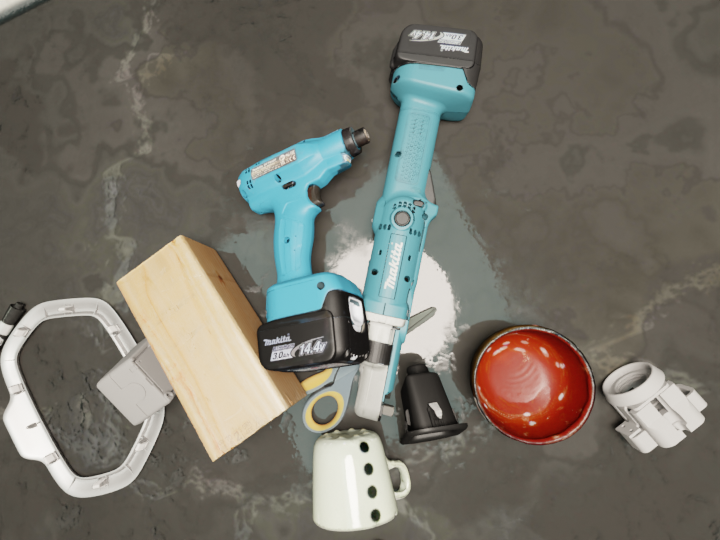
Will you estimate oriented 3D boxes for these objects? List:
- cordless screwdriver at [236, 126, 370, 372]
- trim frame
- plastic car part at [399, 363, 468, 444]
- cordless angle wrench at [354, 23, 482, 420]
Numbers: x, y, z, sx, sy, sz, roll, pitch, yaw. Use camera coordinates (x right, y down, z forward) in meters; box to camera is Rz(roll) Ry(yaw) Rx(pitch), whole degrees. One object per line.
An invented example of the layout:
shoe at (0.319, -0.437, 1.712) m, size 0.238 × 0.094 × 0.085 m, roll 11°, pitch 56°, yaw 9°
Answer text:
cordless screwdriver at (-0.043, -0.028, 0.440) m, size 0.163 × 0.070 × 0.256 m, roll -21°, pitch 66°, yaw 21°
trim frame at (-0.344, 0.148, 0.513) m, size 0.184 × 0.027 × 0.252 m, roll -35°, pitch 81°, yaw 2°
plastic car part at (0.066, 0.133, 0.428) m, size 0.066 × 0.112 × 0.073 m, roll -12°, pitch 60°, yaw 0°
cordless angle wrench at (0.047, -0.053, 0.464) m, size 0.099 × 0.073 × 0.425 m, roll 11°, pitch 84°, yaw 7°
